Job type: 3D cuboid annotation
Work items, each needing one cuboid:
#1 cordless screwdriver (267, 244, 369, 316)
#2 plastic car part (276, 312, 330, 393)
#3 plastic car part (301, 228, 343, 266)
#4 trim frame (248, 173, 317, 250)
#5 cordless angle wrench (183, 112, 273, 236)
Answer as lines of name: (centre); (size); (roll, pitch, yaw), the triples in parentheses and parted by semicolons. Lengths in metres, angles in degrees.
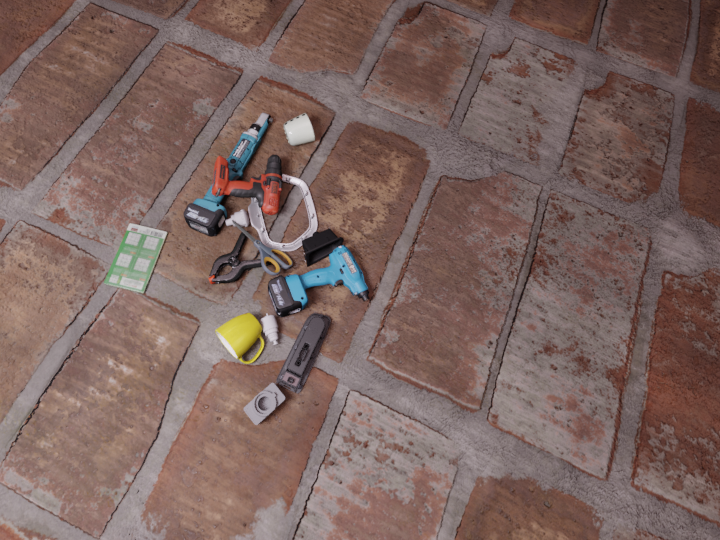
cordless screwdriver: (-0.107, 0.049, 1.095); (0.245, 0.073, 0.164); (-25, 73, -16)
plastic car part: (-0.138, 0.193, 1.046); (0.068, 0.065, 0.204); (21, 67, 10)
plastic car part: (-0.113, -0.074, 1.152); (0.115, 0.064, 0.074); (-30, 62, -17)
trim frame: (-0.222, -0.170, 1.196); (0.182, 0.027, 0.255); (-13, 72, -7)
cordless angle wrench: (-0.363, -0.298, 1.217); (0.099, 0.073, 0.426); (21, 67, 2)
